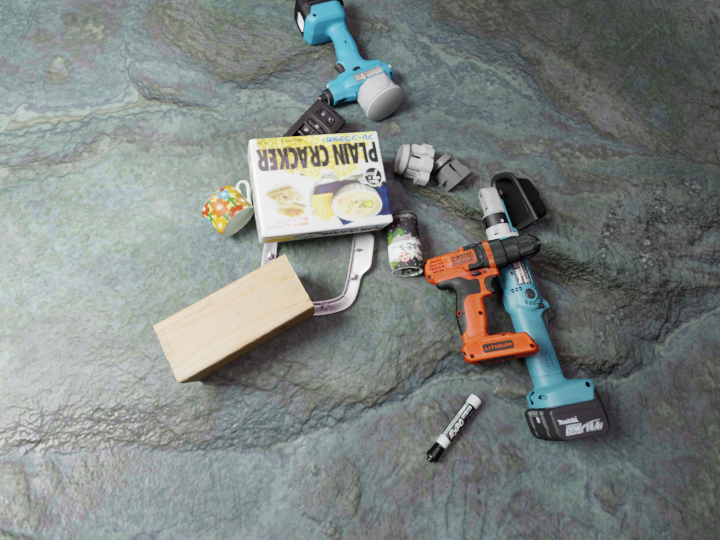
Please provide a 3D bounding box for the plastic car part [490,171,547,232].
[{"bbox_3d":[0.299,-0.131,0.778,0.068,0.066,0.120,-3,67,-25],"label":"plastic car part"}]

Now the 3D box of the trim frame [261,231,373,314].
[{"bbox_3d":[-0.071,-0.046,0.725,0.183,0.027,0.252,9,68,-3],"label":"trim frame"}]

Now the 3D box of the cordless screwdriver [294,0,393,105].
[{"bbox_3d":[-0.061,-0.447,0.851,0.157,0.074,0.254,-27,79,-15],"label":"cordless screwdriver"}]

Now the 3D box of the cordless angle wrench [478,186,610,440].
[{"bbox_3d":[0.270,0.047,0.701,0.097,0.073,0.434,-8,69,-10],"label":"cordless angle wrench"}]

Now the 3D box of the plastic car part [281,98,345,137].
[{"bbox_3d":[-0.119,-0.213,0.757,0.065,0.069,0.202,43,74,-15],"label":"plastic car part"}]
